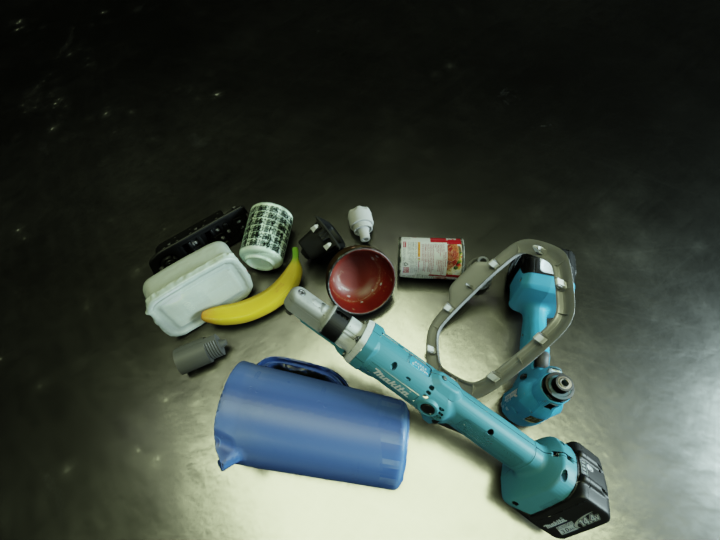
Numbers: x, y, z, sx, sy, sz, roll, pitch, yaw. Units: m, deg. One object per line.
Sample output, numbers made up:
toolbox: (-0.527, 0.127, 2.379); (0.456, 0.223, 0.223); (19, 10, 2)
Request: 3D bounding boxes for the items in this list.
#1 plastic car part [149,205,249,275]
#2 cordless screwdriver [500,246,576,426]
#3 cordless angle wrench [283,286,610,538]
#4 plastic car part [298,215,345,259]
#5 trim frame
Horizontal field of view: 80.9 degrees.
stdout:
plastic car part: (-0.301, -0.059, 0.787); (0.201, 0.063, 0.071); (-35, 54, -11)
cordless screwdriver: (0.247, 0.074, 0.574); (0.076, 0.154, 0.252); (13, 62, 8)
cordless angle wrench: (0.086, 0.149, 0.510); (0.426, 0.098, 0.074); (35, 35, 4)
plastic car part: (-0.071, -0.046, 0.727); (0.071, 0.115, 0.066); (-35, 88, 3)
trim frame: (0.176, 0.062, 0.575); (0.249, 0.026, 0.191); (-50, 27, 23)
